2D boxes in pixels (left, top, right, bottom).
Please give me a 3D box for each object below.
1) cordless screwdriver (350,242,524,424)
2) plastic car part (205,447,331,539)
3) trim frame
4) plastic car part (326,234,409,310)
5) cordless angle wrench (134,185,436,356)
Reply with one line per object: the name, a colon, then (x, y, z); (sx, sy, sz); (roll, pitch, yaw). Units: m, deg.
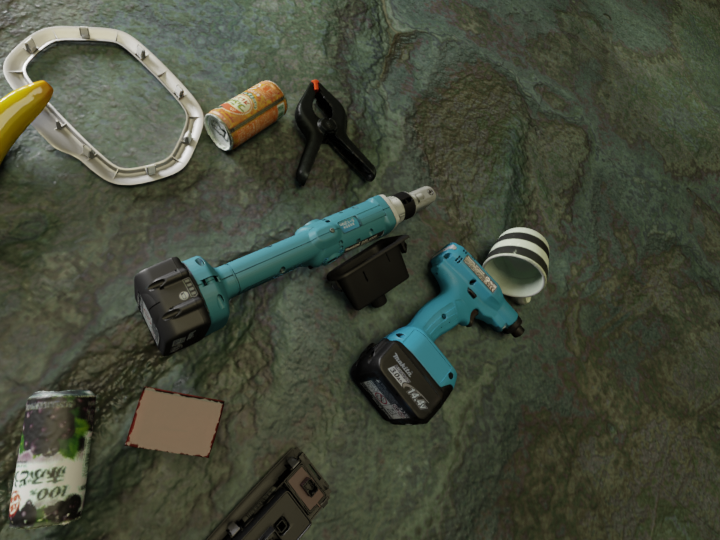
cordless screwdriver: (0.113, 0.090, 0.541); (0.159, 0.075, 0.246); (45, 57, -1)
plastic car part: (-0.106, 0.269, 0.393); (0.200, 0.069, 0.066); (-40, 97, -26)
trim frame: (-0.311, -0.213, 0.524); (0.248, 0.028, 0.182); (46, 62, -1)
plastic car part: (0.016, 0.010, 0.547); (0.114, 0.068, 0.070); (-35, 102, -26)
cordless angle wrench: (-0.051, -0.033, 0.519); (0.412, 0.099, 0.076); (-27, 81, -31)
